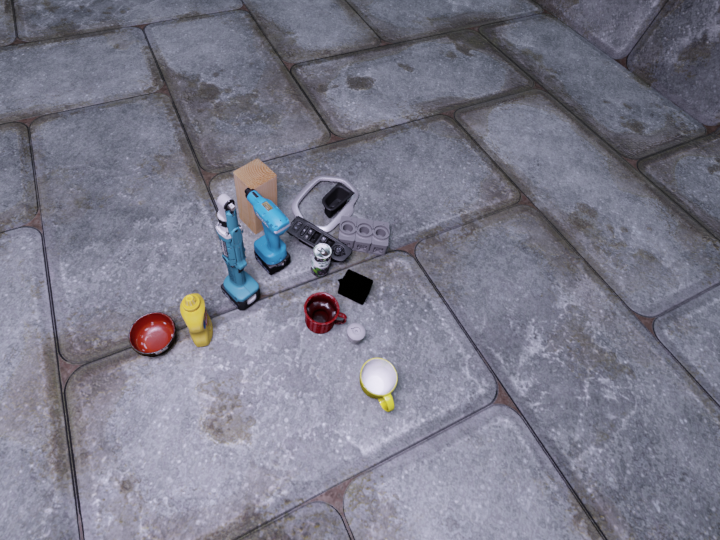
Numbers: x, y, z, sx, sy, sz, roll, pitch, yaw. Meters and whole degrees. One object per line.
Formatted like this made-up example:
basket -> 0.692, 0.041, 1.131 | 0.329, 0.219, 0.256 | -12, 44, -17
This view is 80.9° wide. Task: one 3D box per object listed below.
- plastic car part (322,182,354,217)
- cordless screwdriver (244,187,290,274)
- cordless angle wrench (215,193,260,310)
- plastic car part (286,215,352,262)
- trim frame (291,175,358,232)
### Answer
plastic car part -> -0.082, -0.214, 1.350 | 0.068, 0.069, 0.115 | 34, 60, 14
cordless screwdriver -> -0.260, -0.107, 1.161 | 0.073, 0.244, 0.165 | -33, 68, -26
cordless angle wrench -> -0.302, -0.039, 1.012 | 0.101, 0.414, 0.073 | 43, 61, 16
plastic car part -> -0.123, -0.081, 1.261 | 0.208, 0.065, 0.066 | 29, 59, 13
trim frame -> -0.113, -0.221, 1.377 | 0.189, 0.027, 0.247 | 28, 59, 13
